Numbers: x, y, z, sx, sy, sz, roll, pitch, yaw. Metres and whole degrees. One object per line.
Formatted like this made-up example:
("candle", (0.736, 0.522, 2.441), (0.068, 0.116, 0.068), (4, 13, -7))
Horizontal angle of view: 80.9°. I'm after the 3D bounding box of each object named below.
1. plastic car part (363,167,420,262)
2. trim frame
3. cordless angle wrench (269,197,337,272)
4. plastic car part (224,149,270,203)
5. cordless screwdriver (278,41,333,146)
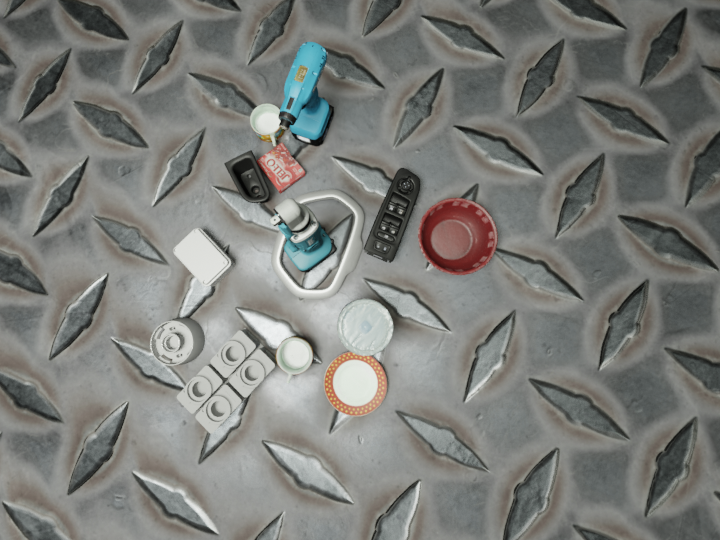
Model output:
("plastic car part", (0.071, -0.117, 0.899), (0.067, 0.066, 0.203), (22, 84, 2))
("trim frame", (-0.090, -0.059, 0.919), (0.186, 0.027, 0.249), (19, 84, 5))
("cordless angle wrench", (-0.097, -0.061, 0.723), (0.098, 0.420, 0.075), (-37, 88, -5))
("plastic car part", (-0.237, -0.190, 0.923), (0.066, 0.070, 0.118), (-27, 83, -3))
("cordless screwdriver", (-0.112, -0.316, 0.845), (0.075, 0.247, 0.159), (21, 85, 0))
